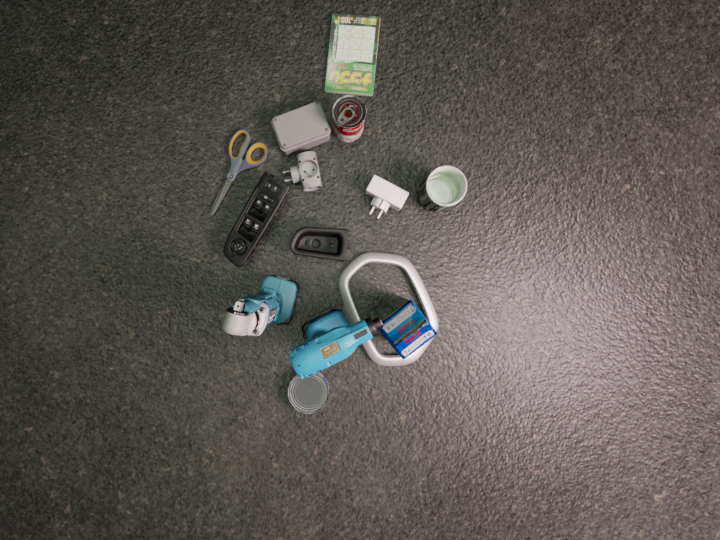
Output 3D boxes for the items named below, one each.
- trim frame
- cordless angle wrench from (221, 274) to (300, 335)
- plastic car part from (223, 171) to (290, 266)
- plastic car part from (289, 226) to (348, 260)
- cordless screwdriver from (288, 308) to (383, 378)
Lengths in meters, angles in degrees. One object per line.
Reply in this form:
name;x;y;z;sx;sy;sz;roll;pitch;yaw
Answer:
trim frame;0.055;0.079;0.894;0.184;0.027;0.250;-25;86;1
cordless angle wrench;-0.164;0.063;0.708;0.074;0.422;0.098;16;89;-3
plastic car part;-0.222;-0.105;0.897;0.067;0.067;0.203;30;88;1
plastic car part;-0.087;-0.057;0.887;0.117;0.070;0.066;5;89;1
cordless screwdriver;-0.042;0.119;0.786;0.159;0.248;0.074;-27;91;-2
